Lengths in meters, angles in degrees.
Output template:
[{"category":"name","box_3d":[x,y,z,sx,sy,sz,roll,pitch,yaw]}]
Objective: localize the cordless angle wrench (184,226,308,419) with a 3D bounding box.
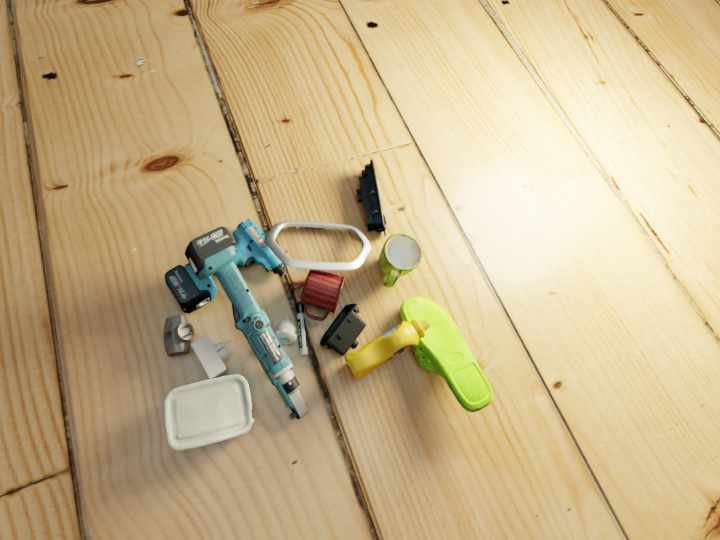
[{"category":"cordless angle wrench","box_3d":[-0.220,0.114,0.874,0.096,0.076,0.423,-29,89,-29]}]

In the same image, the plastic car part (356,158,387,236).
[{"category":"plastic car part","box_3d":[0.027,-0.182,1.080,0.067,0.065,0.209,-11,69,-4]}]

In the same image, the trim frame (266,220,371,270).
[{"category":"trim frame","box_3d":[-0.097,-0.063,0.991,0.245,0.027,0.191,0,43,-9]}]

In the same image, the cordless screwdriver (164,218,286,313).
[{"category":"cordless screwdriver","box_3d":[-0.298,0.005,0.950,0.245,0.074,0.162,-38,80,-25]}]

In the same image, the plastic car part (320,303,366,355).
[{"category":"plastic car part","box_3d":[-0.031,0.139,0.938,0.070,0.067,0.116,38,69,-9]}]
